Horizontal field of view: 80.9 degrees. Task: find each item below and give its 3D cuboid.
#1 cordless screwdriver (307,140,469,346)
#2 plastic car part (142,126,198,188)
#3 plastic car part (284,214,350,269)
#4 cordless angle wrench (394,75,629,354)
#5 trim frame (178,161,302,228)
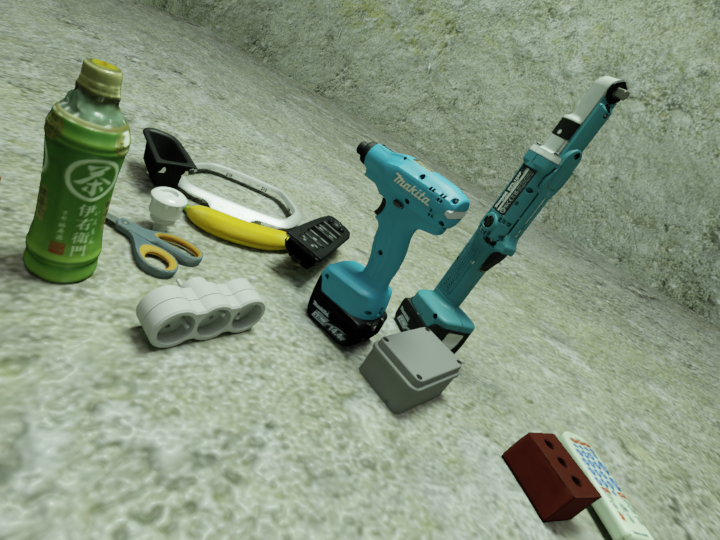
[{"bbox_3d":[0.009,-0.034,0.551,0.167,0.248,0.071,44,28,26],"label":"cordless screwdriver"},{"bbox_3d":[-0.324,-0.175,0.691,0.063,0.071,0.123,2,36,-45],"label":"plastic car part"},{"bbox_3d":[-0.069,-0.045,0.706,0.067,0.067,0.201,32,25,5],"label":"plastic car part"},{"bbox_3d":[0.192,-0.057,0.574,0.071,0.421,0.103,16,29,-30],"label":"cordless angle wrench"},{"bbox_3d":[-0.222,-0.140,0.778,0.243,0.027,0.189,22,26,-13],"label":"trim frame"}]
